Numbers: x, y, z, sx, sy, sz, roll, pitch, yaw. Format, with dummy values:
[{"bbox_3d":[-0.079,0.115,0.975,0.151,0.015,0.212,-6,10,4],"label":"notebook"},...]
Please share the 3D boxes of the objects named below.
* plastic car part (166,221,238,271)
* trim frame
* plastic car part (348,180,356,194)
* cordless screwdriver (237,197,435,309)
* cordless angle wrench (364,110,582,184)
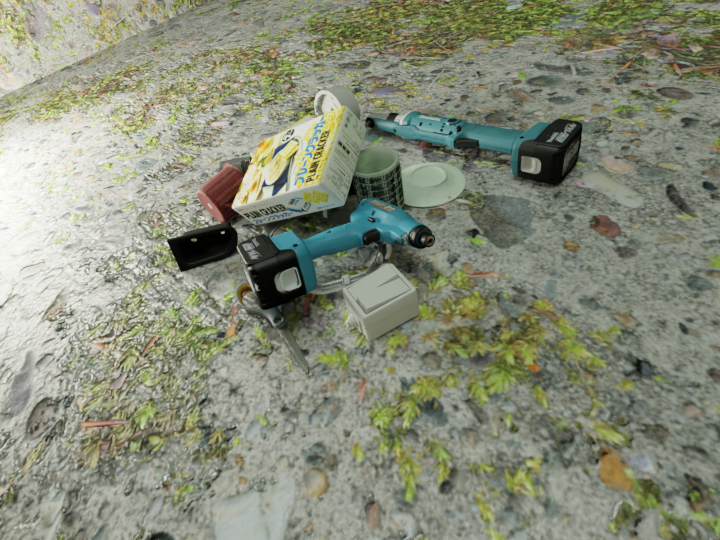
[{"bbox_3d":[-0.276,-0.055,0.761,0.116,0.063,0.074,-18,30,-6],"label":"plastic car part"},{"bbox_3d":[-0.068,-0.044,0.693,0.263,0.026,0.181,26,52,37],"label":"trim frame"},{"bbox_3d":[-0.065,-0.178,0.811,0.209,0.064,0.068,-3,53,18],"label":"plastic car part"},{"bbox_3d":[-0.034,-0.028,0.582,0.244,0.072,0.168,-25,30,-20],"label":"cordless screwdriver"},{"bbox_3d":[0.179,-0.262,0.810,0.448,0.071,0.097,26,58,38],"label":"cordless angle wrench"}]
